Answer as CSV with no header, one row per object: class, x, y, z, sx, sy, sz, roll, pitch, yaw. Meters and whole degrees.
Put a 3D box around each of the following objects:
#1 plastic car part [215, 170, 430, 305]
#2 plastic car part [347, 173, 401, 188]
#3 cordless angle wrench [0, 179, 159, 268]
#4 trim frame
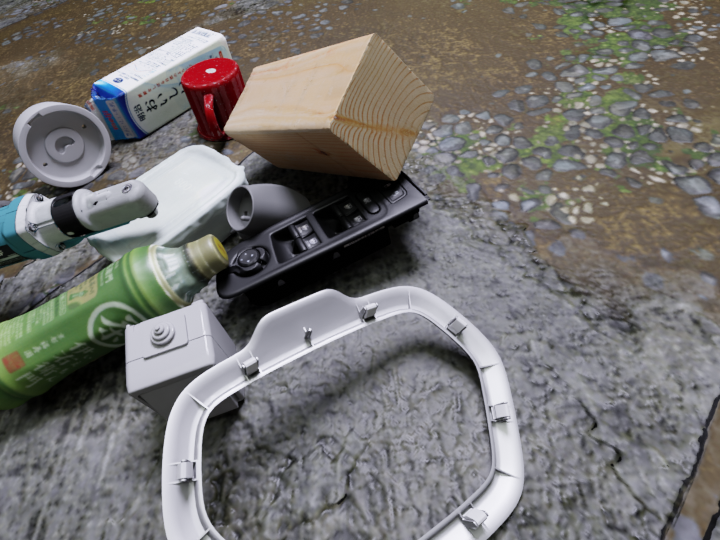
plastic car part,-0.039,-0.025,0.397,0.201,0.064,0.070,-24,54,-8
plastic car part,0.015,-0.125,0.468,0.067,0.068,0.120,-3,54,5
cordless angle wrench,-0.391,-0.013,0.403,0.427,0.093,0.077,-15,60,8
trim frame,-0.002,0.101,0.275,0.243,0.027,0.191,-23,65,-20
